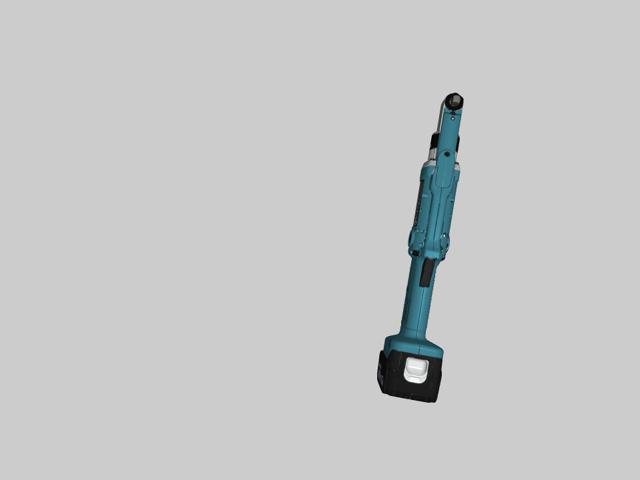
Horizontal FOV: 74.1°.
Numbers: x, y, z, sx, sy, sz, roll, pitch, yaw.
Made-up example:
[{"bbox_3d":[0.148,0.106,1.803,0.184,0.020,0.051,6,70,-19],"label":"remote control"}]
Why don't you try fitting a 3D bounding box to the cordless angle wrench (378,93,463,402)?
[{"bbox_3d":[0.153,0.004,0.599,0.074,0.422,0.098,10,-2,2],"label":"cordless angle wrench"}]
